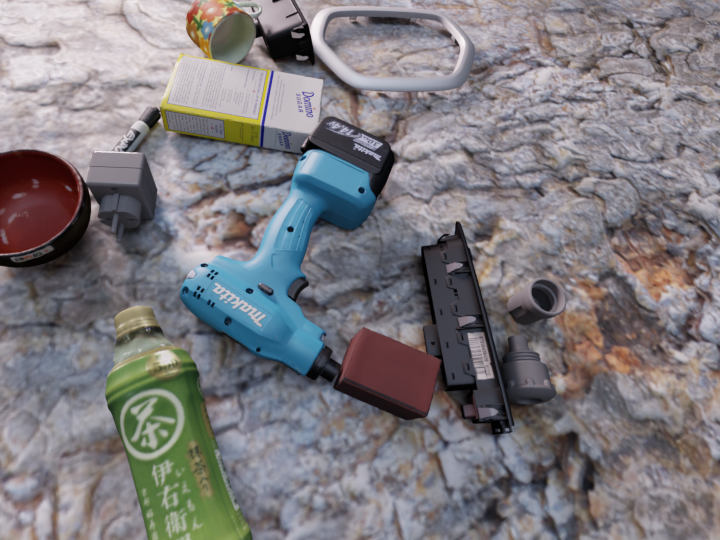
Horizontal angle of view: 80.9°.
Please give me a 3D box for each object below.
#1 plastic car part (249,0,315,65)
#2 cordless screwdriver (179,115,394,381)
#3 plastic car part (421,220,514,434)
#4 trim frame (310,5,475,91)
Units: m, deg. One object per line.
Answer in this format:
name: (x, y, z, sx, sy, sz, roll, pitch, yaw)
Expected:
plastic car part: (-0.114, -0.330, 0.570, 0.070, 0.064, 0.121, -25, 68, -6)
cordless screwdriver: (-0.041, -0.027, 0.424, 0.161, 0.073, 0.249, 30, 68, 5)
plastic car part: (0.095, 0.051, 0.417, 0.068, 0.063, 0.208, -8, 65, 13)
trim frame: (0.048, -0.323, 0.606, 0.245, 0.027, 0.189, -7, 67, -10)
